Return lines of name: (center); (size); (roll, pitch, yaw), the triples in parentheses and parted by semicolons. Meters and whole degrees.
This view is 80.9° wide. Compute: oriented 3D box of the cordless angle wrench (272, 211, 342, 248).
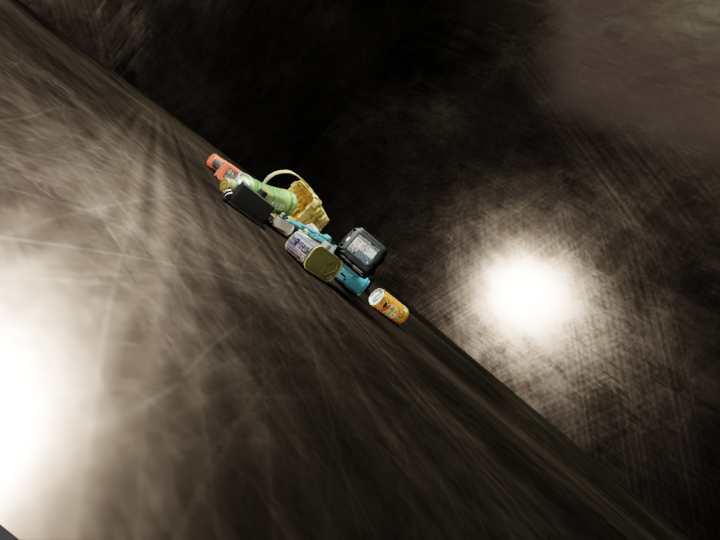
cordless angle wrench: (-0.121, -0.079, 1.234); (0.078, 0.098, 0.401); (41, 8, 31)

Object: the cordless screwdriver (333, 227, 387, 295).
cordless screwdriver: (-0.034, -0.028, 0.993); (0.161, 0.074, 0.247); (40, -18, 4)

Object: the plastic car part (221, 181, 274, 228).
plastic car part: (-0.238, -0.152, 0.928); (0.112, 0.071, 0.069); (34, 6, -25)

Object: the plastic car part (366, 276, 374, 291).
plastic car part: (0.009, 0.026, 1.454); (0.065, 0.067, 0.206); (46, 4, -11)
